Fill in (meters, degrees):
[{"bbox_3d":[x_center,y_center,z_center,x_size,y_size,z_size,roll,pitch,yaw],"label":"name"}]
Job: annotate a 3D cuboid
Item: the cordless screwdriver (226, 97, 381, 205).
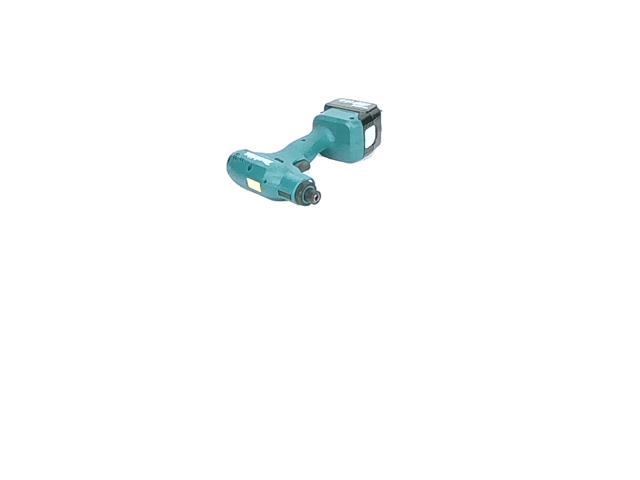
[{"bbox_3d":[0.004,-0.129,0.623,0.160,0.074,0.247,27,48,35],"label":"cordless screwdriver"}]
